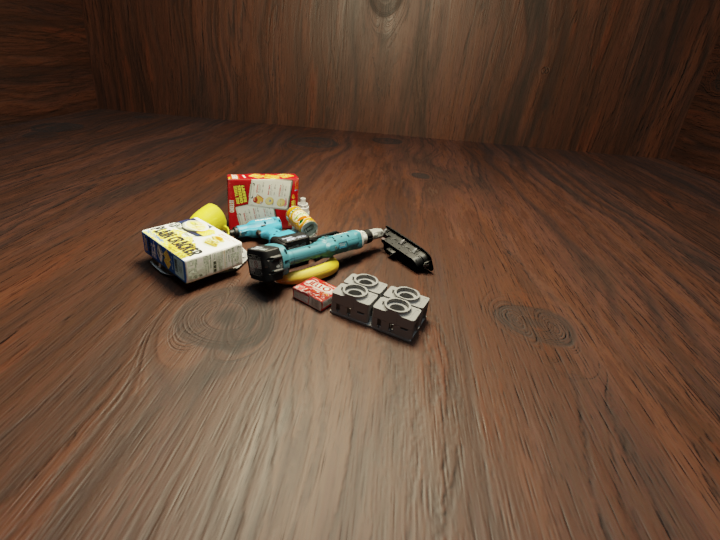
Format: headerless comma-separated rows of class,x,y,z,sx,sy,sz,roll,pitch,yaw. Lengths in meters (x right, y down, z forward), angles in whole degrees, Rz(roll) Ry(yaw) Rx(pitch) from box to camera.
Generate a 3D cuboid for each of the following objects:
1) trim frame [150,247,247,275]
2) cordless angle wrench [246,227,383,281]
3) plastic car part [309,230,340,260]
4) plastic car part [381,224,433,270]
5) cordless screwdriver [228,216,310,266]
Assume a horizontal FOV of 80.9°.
trim frame,-0.419,-0.036,1.110,0.244,0.027,0.192,-6,28,-13
cordless angle wrench,-0.088,-0.061,1.088,0.407,0.073,0.103,-18,18,-39
plastic car part,-0.117,-0.076,1.195,0.074,0.065,0.113,6,20,35
plastic car part,0.118,-0.056,1.172,0.065,0.064,0.215,-23,37,-27
cordless screwdriver,-0.255,-0.087,1.179,0.154,0.073,0.263,-14,29,-31
